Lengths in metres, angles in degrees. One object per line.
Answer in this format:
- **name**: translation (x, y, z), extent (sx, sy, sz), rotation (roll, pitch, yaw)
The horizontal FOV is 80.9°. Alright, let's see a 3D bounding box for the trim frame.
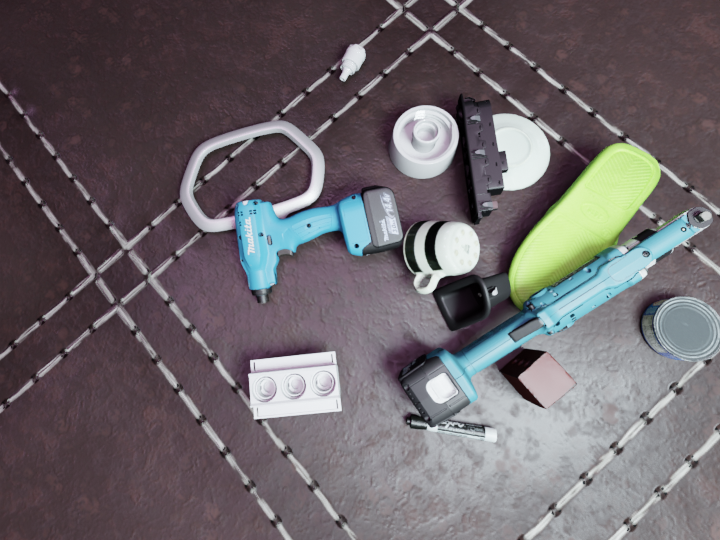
- **trim frame**: translation (-0.181, -0.154, 0.704), extent (0.249, 0.027, 0.188), rotation (-16, 76, 1)

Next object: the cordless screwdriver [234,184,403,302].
- **cordless screwdriver**: translation (-0.063, -0.041, 0.641), extent (0.251, 0.074, 0.159), rotation (-7, 93, 6)

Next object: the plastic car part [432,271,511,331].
- **plastic car part**: translation (0.166, 0.035, 0.589), extent (0.069, 0.117, 0.067), rotation (-18, 79, -25)

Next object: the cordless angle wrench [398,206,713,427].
- **cordless angle wrench**: translation (0.244, 0.051, 0.543), extent (0.425, 0.095, 0.076), rotation (-35, 80, 7)

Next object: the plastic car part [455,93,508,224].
- **plastic car part**: translation (0.182, -0.176, 0.637), extent (0.069, 0.064, 0.206), rotation (-12, 78, 17)
